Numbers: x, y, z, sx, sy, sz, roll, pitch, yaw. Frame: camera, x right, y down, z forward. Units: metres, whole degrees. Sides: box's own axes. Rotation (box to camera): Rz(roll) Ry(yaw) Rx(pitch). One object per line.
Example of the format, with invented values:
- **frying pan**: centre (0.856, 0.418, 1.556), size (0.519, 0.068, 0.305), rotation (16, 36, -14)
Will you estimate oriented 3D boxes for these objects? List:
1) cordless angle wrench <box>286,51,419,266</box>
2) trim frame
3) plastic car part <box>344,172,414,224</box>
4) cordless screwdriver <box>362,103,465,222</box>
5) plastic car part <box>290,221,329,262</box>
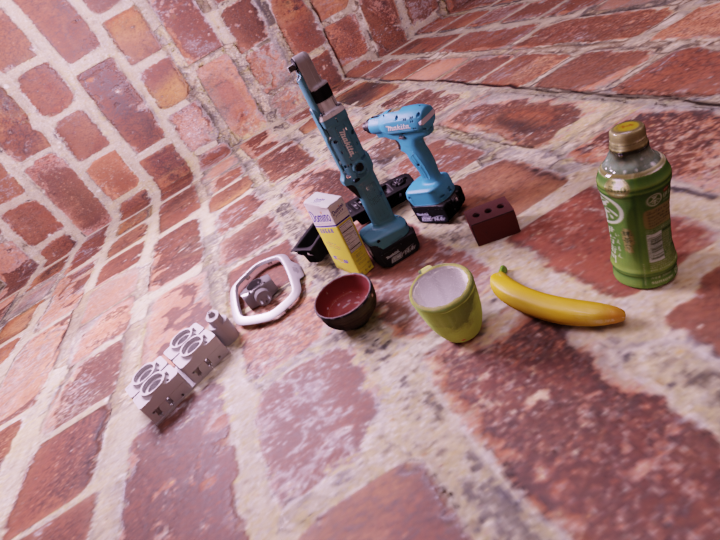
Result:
- **cordless angle wrench**: centre (-0.012, -0.191, 0.771), size (0.098, 0.405, 0.078), rotation (-31, 29, -4)
- **trim frame**: centre (-0.218, 0.040, 0.976), size (0.184, 0.026, 0.260), rotation (-32, 32, -2)
- **plastic car part**: centre (0.043, -0.161, 1.004), size (0.202, 0.064, 0.069), rotation (-33, 31, -4)
- **cordless screwdriver**: centre (0.106, -0.215, 0.863), size (0.168, 0.238, 0.074), rotation (10, 47, 47)
- **plastic car part**: centre (-0.096, -0.063, 0.978), size (0.069, 0.068, 0.116), rotation (-1, 42, 39)
